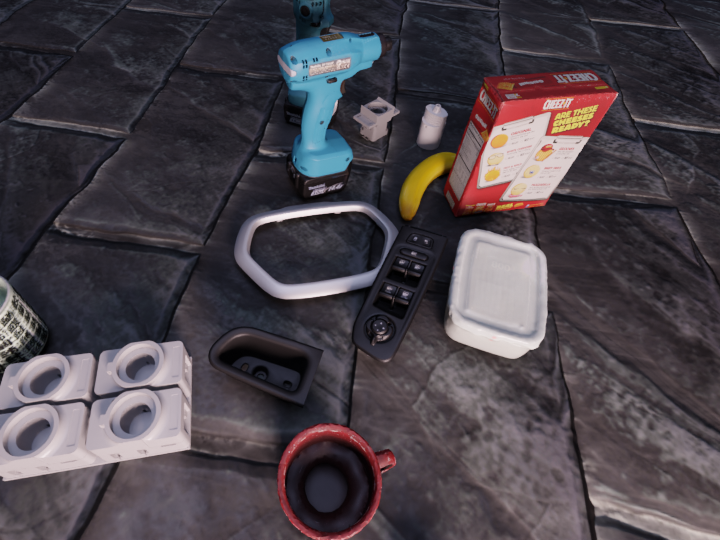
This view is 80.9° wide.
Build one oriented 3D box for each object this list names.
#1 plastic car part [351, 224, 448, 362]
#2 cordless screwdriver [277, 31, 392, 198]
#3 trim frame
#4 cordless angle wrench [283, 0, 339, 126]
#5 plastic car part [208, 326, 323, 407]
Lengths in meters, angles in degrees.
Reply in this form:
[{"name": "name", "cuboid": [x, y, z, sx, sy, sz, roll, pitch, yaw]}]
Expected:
[{"name": "plastic car part", "cuboid": [0.047, 0.032, 0.550, 0.068, 0.065, 0.203, 22, 55, 12]}, {"name": "cordless screwdriver", "cuboid": [-0.040, -0.231, 0.638, 0.156, 0.242, 0.078, -20, 58, -20]}, {"name": "trim frame", "cuboid": [-0.061, -0.040, 0.626, 0.245, 0.027, 0.192, -12, 54, -11]}, {"name": "cordless angle wrench", "cuboid": [-0.076, -0.426, 0.681, 0.100, 0.412, 0.075, 22, 54, 9]}, {"name": "plastic car part", "cuboid": [-0.108, 0.112, 0.480, 0.119, 0.069, 0.066, 17, 53, 9]}]
